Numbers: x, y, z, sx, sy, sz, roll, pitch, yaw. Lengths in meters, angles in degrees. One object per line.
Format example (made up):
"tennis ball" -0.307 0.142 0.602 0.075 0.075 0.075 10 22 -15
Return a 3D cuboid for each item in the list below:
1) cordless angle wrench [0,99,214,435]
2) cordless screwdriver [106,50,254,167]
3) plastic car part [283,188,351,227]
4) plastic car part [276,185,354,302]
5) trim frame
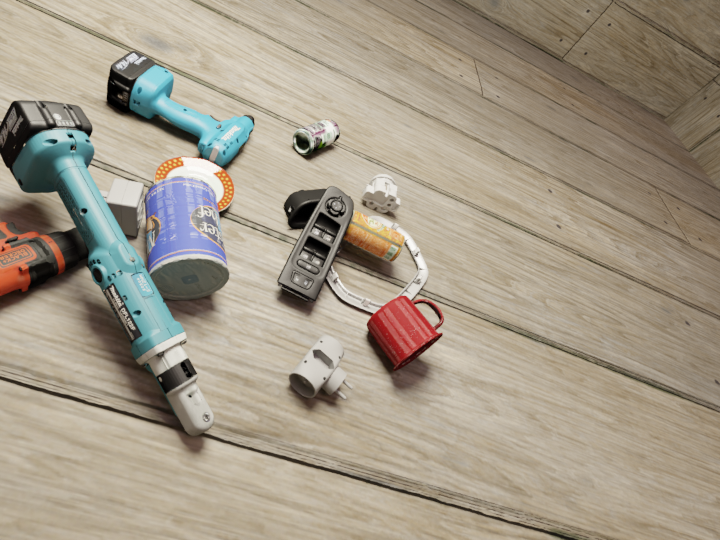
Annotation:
"cordless angle wrench" -0.284 -0.002 0.493 0.427 0.100 0.072 58 30 5
"cordless screwdriver" -0.321 -0.302 0.781 0.245 0.075 0.160 32 44 -8
"plastic car part" -0.088 -0.121 0.773 0.112 0.065 0.075 -6 44 -30
"plastic car part" -0.068 -0.044 0.692 0.066 0.067 0.204 24 69 -3
"trim frame" 0.030 -0.019 0.770 0.188 0.027 0.244 42 47 10
